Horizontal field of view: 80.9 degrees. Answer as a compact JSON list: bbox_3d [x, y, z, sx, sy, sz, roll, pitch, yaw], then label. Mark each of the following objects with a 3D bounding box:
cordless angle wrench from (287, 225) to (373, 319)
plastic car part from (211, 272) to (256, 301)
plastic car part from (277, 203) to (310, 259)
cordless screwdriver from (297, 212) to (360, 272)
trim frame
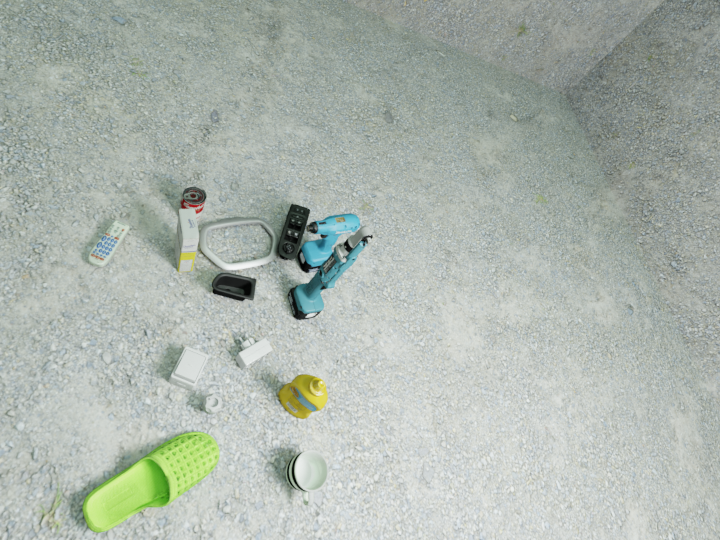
[{"bbox_3d":[-0.079,0.007,1.083,0.071,0.426,0.101,-5,65,-32],"label":"cordless angle wrench"},{"bbox_3d":[-0.350,0.051,1.151,0.113,0.071,0.068,14,56,-19],"label":"plastic car part"},{"bbox_3d":[-0.217,-0.113,1.326,0.065,0.067,0.207,21,53,-15],"label":"plastic car part"},{"bbox_3d":[-0.120,-0.079,1.232,0.153,0.250,0.077,-10,68,-33],"label":"cordless screwdriver"},{"bbox_3d":[-0.359,-0.087,1.265,0.240,0.027,0.190,-14,66,-32],"label":"trim frame"}]
